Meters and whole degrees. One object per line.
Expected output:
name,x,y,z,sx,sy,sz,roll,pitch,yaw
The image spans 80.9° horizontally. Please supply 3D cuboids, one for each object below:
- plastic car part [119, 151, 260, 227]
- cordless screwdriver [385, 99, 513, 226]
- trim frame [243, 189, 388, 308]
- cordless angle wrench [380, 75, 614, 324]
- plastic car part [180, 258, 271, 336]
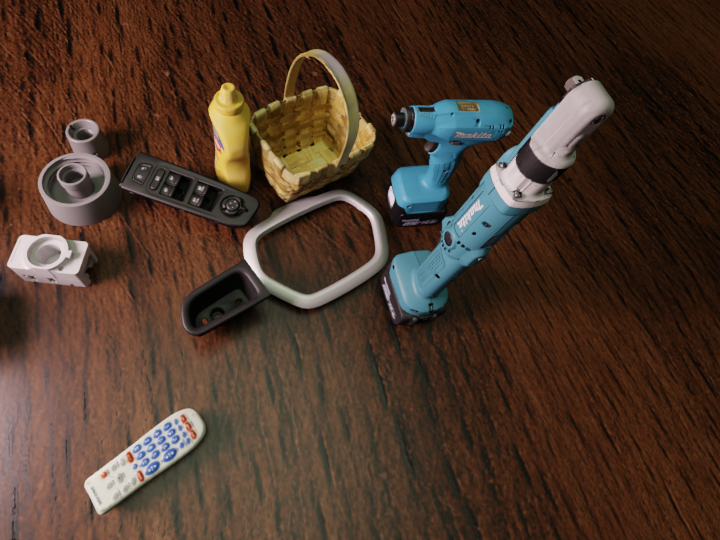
plastic car part,-0.259,-0.111,0.657,0.203,0.066,0.067,18,62,-1
cordless screwdriver,0.094,-0.157,0.638,0.156,0.247,0.076,-2,66,-14
trim frame,-0.066,-0.043,0.677,0.244,0.027,0.190,-31,72,-22
cordless angle wrench,0.123,-0.041,0.486,0.073,0.419,0.101,-8,68,-18
plastic car part,-0.191,0.049,0.584,0.114,0.070,0.068,-34,76,-24
